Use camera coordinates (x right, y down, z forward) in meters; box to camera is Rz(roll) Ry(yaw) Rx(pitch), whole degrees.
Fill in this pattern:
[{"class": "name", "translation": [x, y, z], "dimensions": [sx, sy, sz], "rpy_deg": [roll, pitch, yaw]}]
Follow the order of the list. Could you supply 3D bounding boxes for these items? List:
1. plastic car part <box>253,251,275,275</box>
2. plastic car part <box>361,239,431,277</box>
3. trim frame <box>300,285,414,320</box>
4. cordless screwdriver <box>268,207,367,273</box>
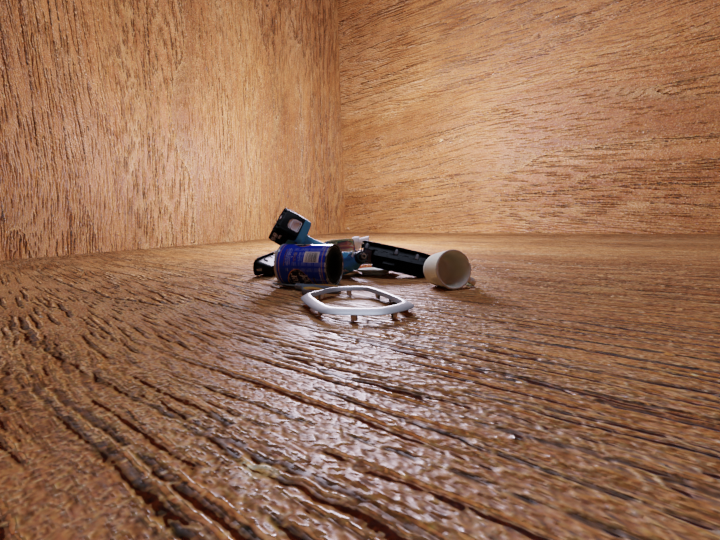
[{"class": "plastic car part", "translation": [-0.261, -0.010, 1.246], "dimensions": [0.073, 0.065, 0.115], "rpy_deg": [14, 14, 12]}, {"class": "plastic car part", "translation": [0.097, -0.025, 1.105], "dimensions": [0.208, 0.065, 0.067], "rpy_deg": [11, 26, 12]}, {"class": "trim frame", "translation": [-0.009, 0.057, 0.773], "dimensions": [0.179, 0.027, 0.257], "rpy_deg": [-6, 7, -20]}, {"class": "cordless screwdriver", "translation": [-0.108, -0.070, 1.100], "dimensions": [0.243, 0.075, 0.162], "rpy_deg": [31, -21, -14]}]
